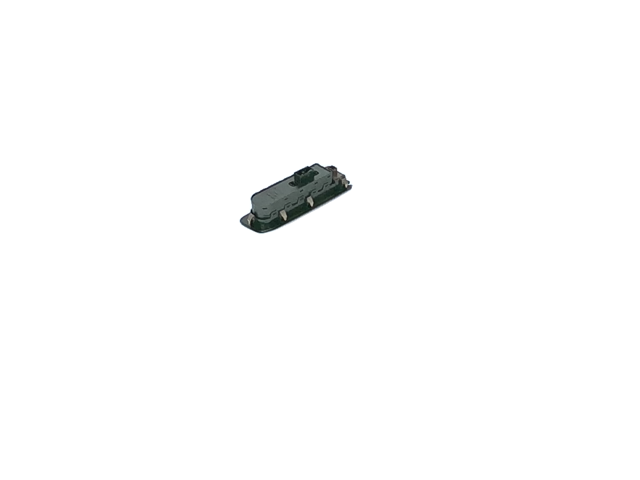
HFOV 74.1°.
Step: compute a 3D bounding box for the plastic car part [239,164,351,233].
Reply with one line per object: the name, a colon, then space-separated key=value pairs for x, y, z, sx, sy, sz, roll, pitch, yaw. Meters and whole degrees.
plastic car part: x=-0.038 y=-0.075 z=0.685 sx=0.202 sy=0.067 sz=0.066 roll=-34 pitch=59 yaw=-28
